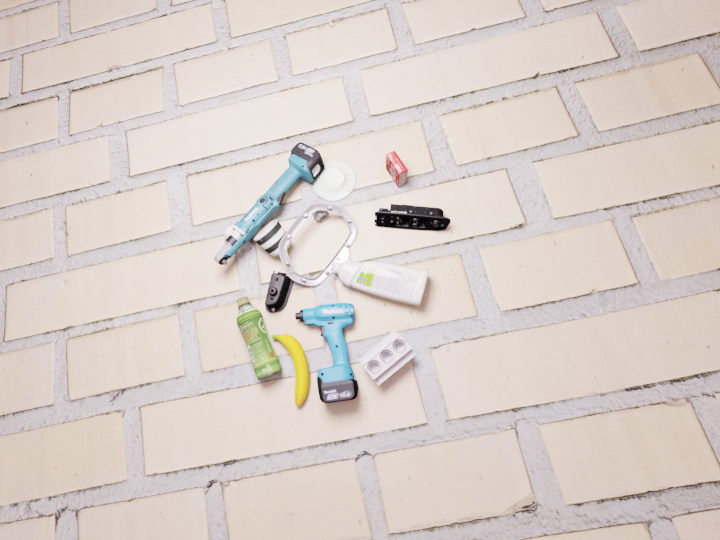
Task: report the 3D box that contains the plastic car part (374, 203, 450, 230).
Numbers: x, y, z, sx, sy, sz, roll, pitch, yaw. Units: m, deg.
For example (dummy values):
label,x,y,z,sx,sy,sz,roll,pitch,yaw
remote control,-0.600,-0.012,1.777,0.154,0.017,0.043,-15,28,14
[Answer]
label,x,y,z,sx,sy,sz,roll,pitch,yaw
plastic car part,0.144,-0.149,1.173,0.207,0.064,0.068,9,51,11

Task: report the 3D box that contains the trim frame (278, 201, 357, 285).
label,x,y,z,sx,sy,sz,roll,pitch,yaw
trim frame,-0.115,-0.075,1.171,0.179,0.028,0.248,40,80,-13

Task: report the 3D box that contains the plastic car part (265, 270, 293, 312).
label,x,y,z,sx,sy,sz,roll,pitch,yaw
plastic car part,-0.230,0.055,1.158,0.067,0.069,0.118,11,73,10

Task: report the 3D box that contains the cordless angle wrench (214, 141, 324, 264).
label,x,y,z,sx,sy,sz,roll,pitch,yaw
cordless angle wrench,-0.267,-0.185,1.204,0.102,0.071,0.422,32,75,24

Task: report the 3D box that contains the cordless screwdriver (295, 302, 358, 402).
label,x,y,z,sx,sy,sz,roll,pitch,yaw
cordless screwdriver,-0.087,0.211,1.093,0.161,0.072,0.254,-6,70,6
